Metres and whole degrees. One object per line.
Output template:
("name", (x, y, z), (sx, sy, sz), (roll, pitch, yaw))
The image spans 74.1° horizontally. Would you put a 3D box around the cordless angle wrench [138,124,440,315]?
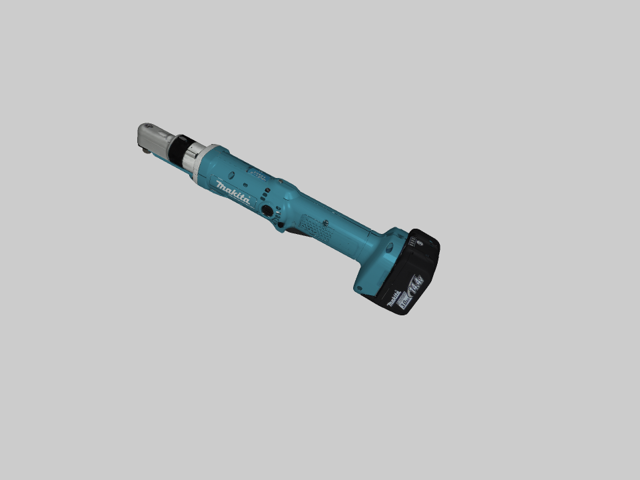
("cordless angle wrench", (-0.056, -0.048, 0.548), (0.423, 0.098, 0.074), (28, 40, 5))
